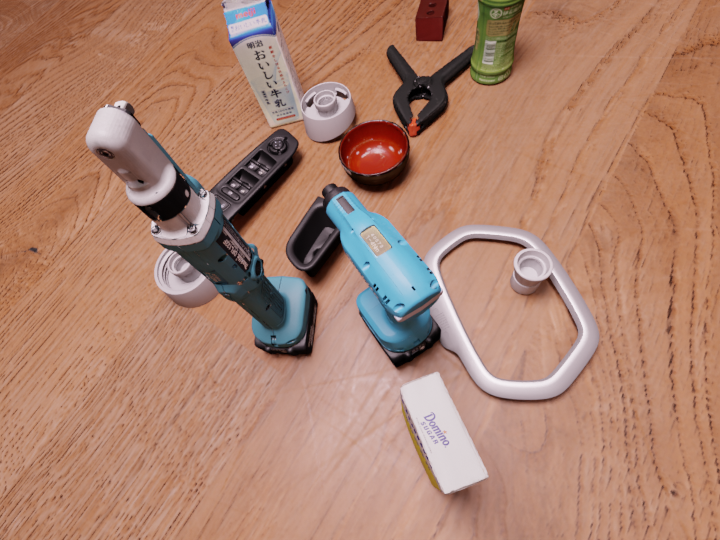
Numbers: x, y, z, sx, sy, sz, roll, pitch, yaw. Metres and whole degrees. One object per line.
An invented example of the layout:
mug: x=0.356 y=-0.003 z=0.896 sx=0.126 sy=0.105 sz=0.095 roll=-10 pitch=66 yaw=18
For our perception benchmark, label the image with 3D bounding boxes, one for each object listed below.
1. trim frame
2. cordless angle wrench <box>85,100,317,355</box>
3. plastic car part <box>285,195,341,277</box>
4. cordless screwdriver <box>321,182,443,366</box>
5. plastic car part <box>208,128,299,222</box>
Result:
trim frame: x=0.184 y=0.042 z=0.555 sx=0.185 sy=0.026 sz=0.258 roll=-21 pitch=61 yaw=3
cordless angle wrench: x=-0.130 y=-0.004 z=0.438 sx=0.076 sy=0.406 sz=0.100 roll=1 pitch=65 yaw=10
plastic car part: x=-0.062 y=-0.040 z=0.633 sx=0.069 sy=0.068 sz=0.116 roll=25 pitch=72 yaw=21
cordless screwdriver: x=0.024 y=0.013 z=0.487 sx=0.074 sy=0.239 sz=0.166 roll=-33 pitch=63 yaw=-6
plastic car part: x=-0.177 y=-0.156 z=0.721 sx=0.069 sy=0.064 sz=0.202 roll=31 pitch=75 yaw=23
